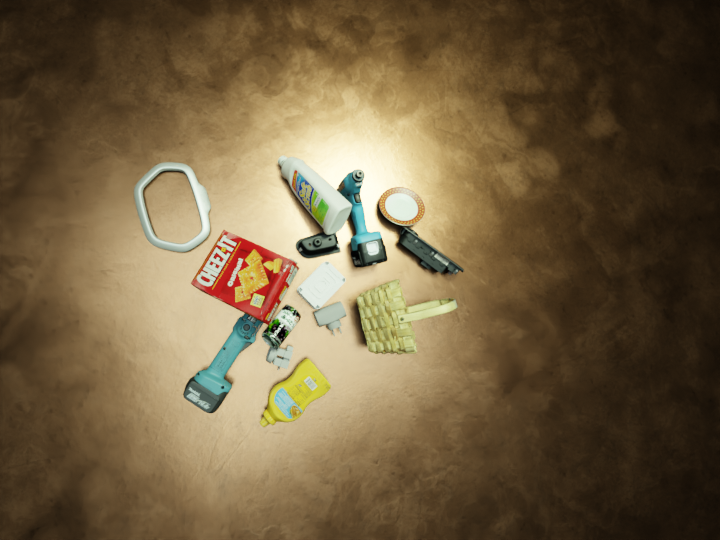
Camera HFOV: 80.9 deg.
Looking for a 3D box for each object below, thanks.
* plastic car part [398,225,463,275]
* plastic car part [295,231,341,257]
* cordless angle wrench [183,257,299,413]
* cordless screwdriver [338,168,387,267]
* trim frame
[{"bbox_3d":[0.182,-0.049,1.157,0.203,0.066,0.067,41,105,-1],"label":"plastic car part"},{"bbox_3d":[-0.110,-0.072,1.121,0.115,0.071,0.067,-15,84,-12],"label":"plastic car part"},{"bbox_3d":[-0.287,0.147,1.072,0.098,0.074,0.423,32,77,-3],"label":"cordless angle wrench"},{"bbox_3d":[0.004,-0.135,1.098,0.073,0.161,0.250,-13,86,-14],"label":"cordless screwdriver"},{"bbox_3d":[-0.493,-0.168,1.118,0.182,0.027,0.251,-19,82,-8],"label":"trim frame"}]
